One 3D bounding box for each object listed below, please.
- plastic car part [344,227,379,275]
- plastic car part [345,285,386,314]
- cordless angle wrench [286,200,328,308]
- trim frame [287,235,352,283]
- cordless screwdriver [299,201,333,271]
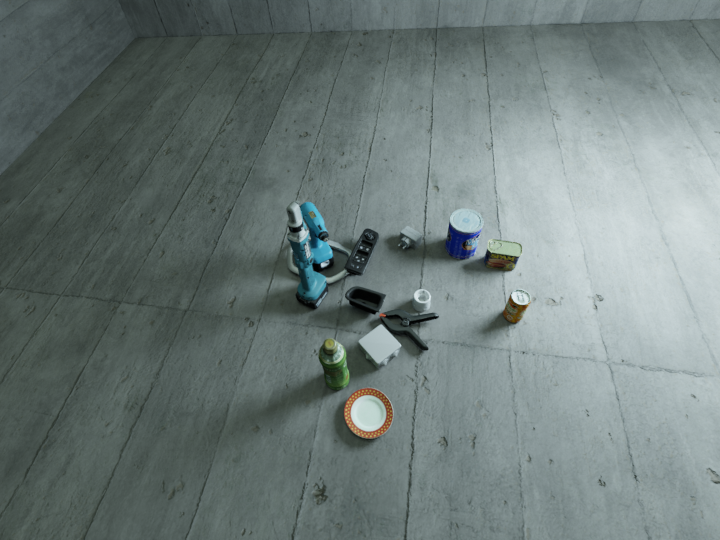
[{"bbox_3d":[0.011,-0.057,1.426,0.068,0.064,0.204,13,55,16],"label":"plastic car part"},{"bbox_3d":[0.014,0.098,1.303,0.121,0.068,0.066,17,56,19],"label":"plastic car part"},{"bbox_3d":[-0.163,-0.039,1.220,0.077,0.407,0.098,23,57,20],"label":"cordless angle wrench"},{"bbox_3d":[-0.140,-0.042,1.461,0.258,0.026,0.185,16,56,20],"label":"trim frame"},{"bbox_3d":[-0.133,-0.087,1.360,0.073,0.239,0.167,-23,54,-13],"label":"cordless screwdriver"}]
